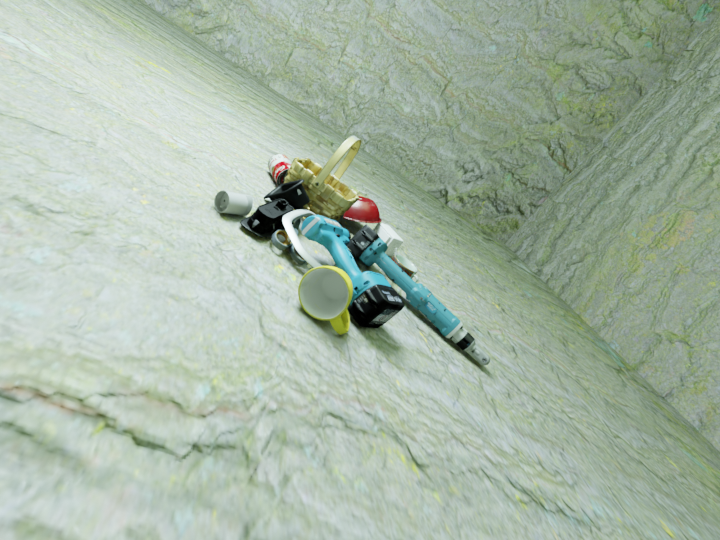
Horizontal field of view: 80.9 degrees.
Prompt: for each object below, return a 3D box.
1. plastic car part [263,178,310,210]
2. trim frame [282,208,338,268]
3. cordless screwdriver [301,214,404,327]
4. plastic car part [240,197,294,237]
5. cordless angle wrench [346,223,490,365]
[{"bbox_3d":[-0.164,-0.170,1.002,0.122,0.065,0.068,6,-47,50],"label":"plastic car part"},{"bbox_3d":[-0.091,-0.059,0.926,0.185,0.028,0.246,47,18,-1],"label":"trim frame"},{"bbox_3d":[-0.011,-0.006,0.860,0.259,0.075,0.151,54,20,24],"label":"cordless screwdriver"},{"bbox_3d":[-0.185,-0.116,0.899,0.066,0.067,0.202,43,22,-4],"label":"plastic car part"},{"bbox_3d":[0.141,0.063,1.008,0.433,0.074,0.095,45,3,12],"label":"cordless angle wrench"}]
